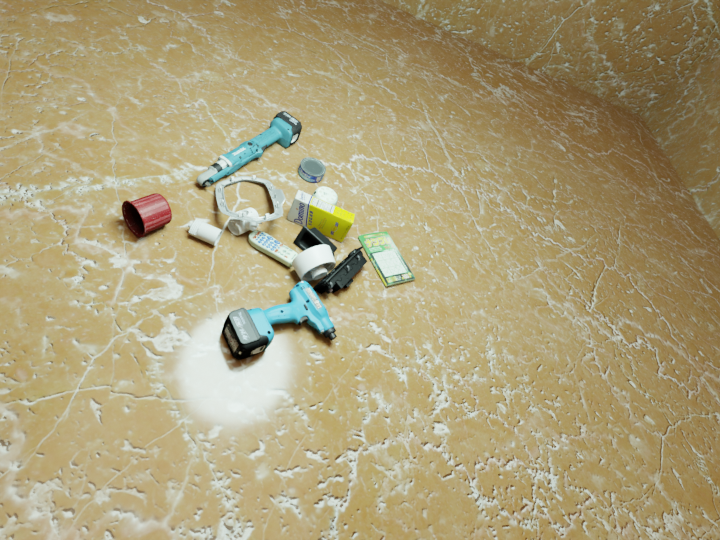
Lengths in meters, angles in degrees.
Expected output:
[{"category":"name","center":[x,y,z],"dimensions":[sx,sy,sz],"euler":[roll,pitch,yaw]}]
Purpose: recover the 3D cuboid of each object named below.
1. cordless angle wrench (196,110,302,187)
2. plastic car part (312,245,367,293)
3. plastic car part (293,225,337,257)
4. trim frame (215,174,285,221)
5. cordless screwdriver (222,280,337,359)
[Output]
[{"category":"cordless angle wrench","center":[-0.339,-0.366,1.290],"dimensions":[0.099,0.074,0.418],"euler":[36,51,6]},{"category":"plastic car part","center":[-0.040,0.002,1.126],"dimensions":[0.067,0.067,0.201],"euler":[42,48,-3]},{"category":"plastic car part","center":[-0.114,-0.074,1.163],"dimensions":[0.117,0.066,0.070],"euler":[38,34,3]},{"category":"trim frame","center":[-0.301,-0.203,1.160],"dimensions":[0.179,0.027,0.261],"euler":[-3,37,-20]},{"category":"cordless screwdriver","center":[-0.177,0.128,0.963],"dimensions":[0.240,0.074,0.165],"euler":[-22,65,-39]}]
